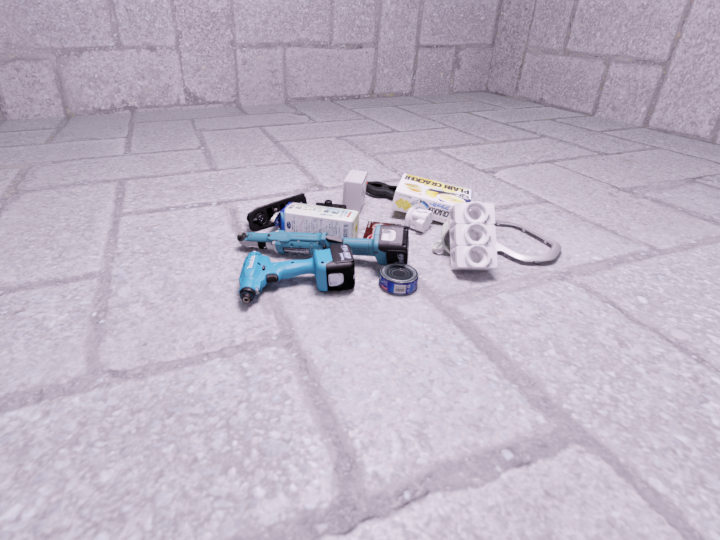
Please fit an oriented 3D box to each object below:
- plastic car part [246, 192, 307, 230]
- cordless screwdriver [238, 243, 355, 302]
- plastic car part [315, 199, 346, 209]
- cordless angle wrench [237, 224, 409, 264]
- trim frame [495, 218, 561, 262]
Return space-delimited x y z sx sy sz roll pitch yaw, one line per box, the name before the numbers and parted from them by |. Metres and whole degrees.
plastic car part | -0.247 -0.171 1.219 0.071 0.064 0.197 16 33 41
cordless screwdriver | -0.137 0.011 0.909 0.249 0.072 0.164 -4 31 0
plastic car part | -0.085 -0.165 1.203 0.119 0.069 0.066 11 30 10
cordless angle wrench | -0.100 -0.065 1.024 0.433 0.094 0.076 4 59 14
trim frame | 0.401 -0.084 1.115 0.179 0.027 0.262 -12 35 -22
